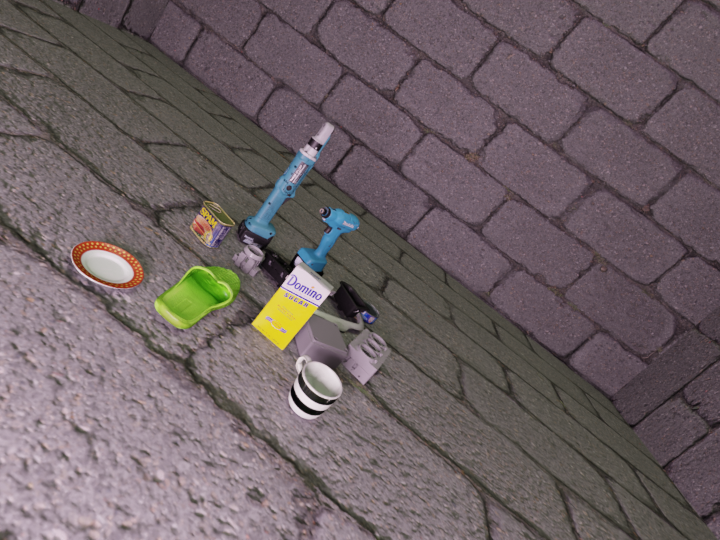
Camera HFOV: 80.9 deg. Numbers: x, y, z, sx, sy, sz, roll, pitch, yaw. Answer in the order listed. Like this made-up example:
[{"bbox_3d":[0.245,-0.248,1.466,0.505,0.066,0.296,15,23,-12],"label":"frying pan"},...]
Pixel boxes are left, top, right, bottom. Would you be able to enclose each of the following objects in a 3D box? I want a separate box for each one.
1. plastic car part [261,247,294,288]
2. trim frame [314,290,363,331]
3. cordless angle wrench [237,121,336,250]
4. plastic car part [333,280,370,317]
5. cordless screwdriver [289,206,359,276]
[{"bbox_3d":[-0.206,0.015,1.156,0.212,0.067,0.063,46,18,26],"label":"plastic car part"},{"bbox_3d":[-0.090,0.102,1.226,0.236,0.027,0.193,26,20,-34],"label":"trim frame"},{"bbox_3d":[-0.211,-0.246,1.222,0.093,0.424,0.078,28,20,-32],"label":"cordless angle wrench"},{"bbox_3d":[-0.039,0.096,1.270,0.062,0.071,0.123,18,26,-49],"label":"plastic car part"},{"bbox_3d":[-0.123,-0.081,1.261,0.151,0.249,0.078,15,29,-52],"label":"cordless screwdriver"}]
